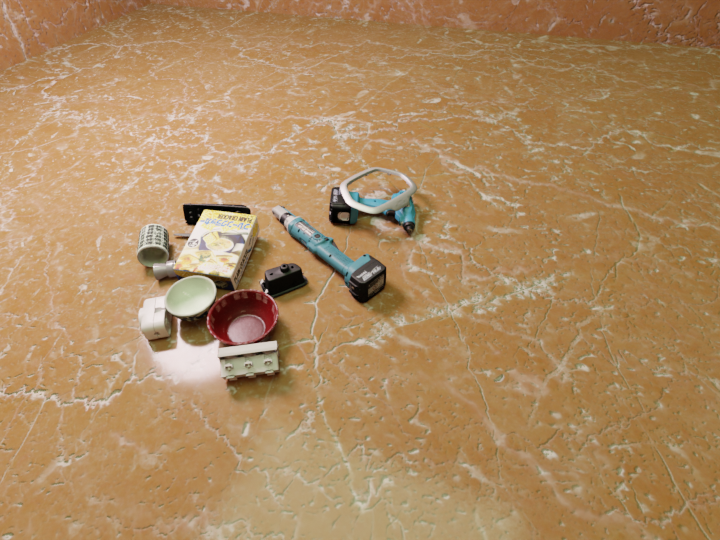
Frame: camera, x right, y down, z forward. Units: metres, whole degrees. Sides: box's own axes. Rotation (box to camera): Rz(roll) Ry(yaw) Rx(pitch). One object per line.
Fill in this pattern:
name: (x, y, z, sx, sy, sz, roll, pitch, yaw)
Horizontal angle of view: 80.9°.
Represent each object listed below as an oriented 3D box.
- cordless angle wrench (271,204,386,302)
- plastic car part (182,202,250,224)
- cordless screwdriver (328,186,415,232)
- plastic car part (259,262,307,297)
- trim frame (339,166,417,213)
cordless angle wrench: (-0.111, -0.073, 1.140, 0.096, 0.072, 0.447, -33, 51, -27)
plastic car part: (-0.420, -0.170, 1.261, 0.206, 0.065, 0.067, 4, 21, 9)
cordless screwdriver: (0.033, -0.170, 1.221, 0.248, 0.072, 0.164, 1, 46, -1)
plastic car part: (-0.194, 0.015, 1.058, 0.115, 0.068, 0.069, -21, 51, -13)
trim frame: (0.053, -0.234, 1.224, 0.193, 0.027, 0.243, 36, 50, 27)
